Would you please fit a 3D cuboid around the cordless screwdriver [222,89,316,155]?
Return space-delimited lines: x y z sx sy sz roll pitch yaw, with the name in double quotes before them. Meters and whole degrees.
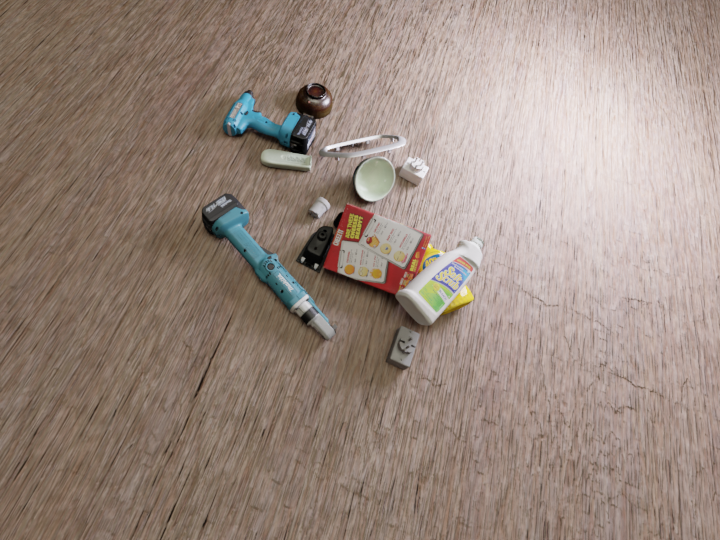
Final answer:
"cordless screwdriver" -0.246 -0.424 1.192 0.251 0.073 0.161 16 63 4

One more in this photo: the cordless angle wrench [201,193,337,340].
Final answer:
"cordless angle wrench" -0.211 -0.002 0.991 0.096 0.074 0.433 -38 77 -24

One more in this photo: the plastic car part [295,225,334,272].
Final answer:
"plastic car part" -0.101 -0.066 1.036 0.066 0.070 0.117 26 66 0

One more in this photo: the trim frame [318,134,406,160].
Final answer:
"trim frame" 0.007 -0.335 1.149 0.244 0.027 0.194 -20 31 -17

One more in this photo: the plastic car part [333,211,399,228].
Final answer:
"plastic car part" 0.033 -0.115 1.086 0.202 0.065 0.068 16 49 -3
